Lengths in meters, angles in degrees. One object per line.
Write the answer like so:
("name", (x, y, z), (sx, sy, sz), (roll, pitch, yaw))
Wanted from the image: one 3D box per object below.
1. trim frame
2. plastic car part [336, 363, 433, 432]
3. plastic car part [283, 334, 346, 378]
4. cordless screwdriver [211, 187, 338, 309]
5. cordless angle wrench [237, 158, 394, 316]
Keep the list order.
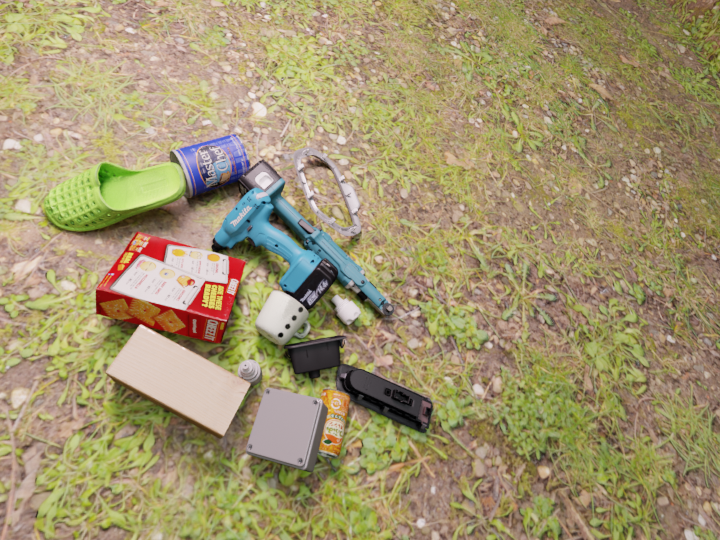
("trim frame", (-0.071, -0.185, 0.963), (0.174, 0.028, 0.258), (10, 50, -49))
("plastic car part", (0.049, 0.237, 0.798), (0.203, 0.066, 0.067), (23, 67, -1))
("plastic car part", (-0.085, 0.165, 0.801), (0.114, 0.067, 0.072), (-11, 83, -18))
("cordless screwdriver", (-0.175, -0.026, 0.845), (0.248, 0.160, 0.074), (45, 18, -1))
("cordless angle wrench", (-0.088, -0.058, 0.900), (0.426, 0.098, 0.074), (45, 74, 4))
